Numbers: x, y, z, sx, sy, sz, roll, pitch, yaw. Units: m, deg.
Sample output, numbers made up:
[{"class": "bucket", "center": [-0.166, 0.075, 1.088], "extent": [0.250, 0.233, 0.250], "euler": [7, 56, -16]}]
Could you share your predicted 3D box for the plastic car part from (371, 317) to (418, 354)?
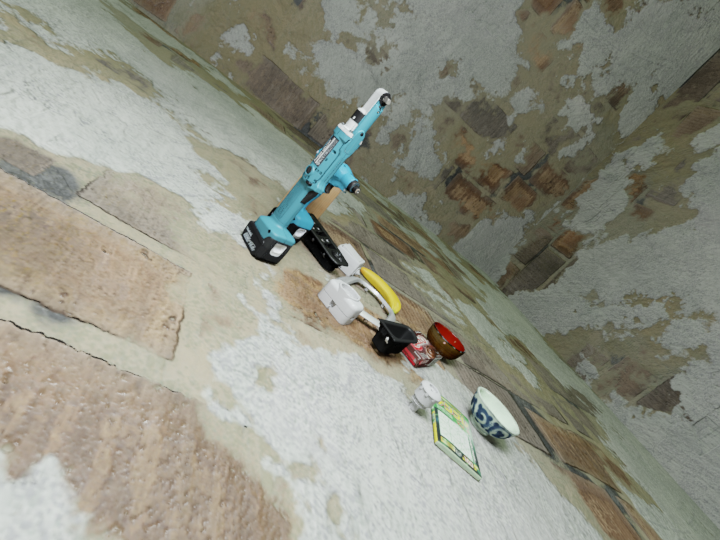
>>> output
[{"class": "plastic car part", "center": [0.071, 0.157, 0.936], "extent": [0.110, 0.071, 0.069], "euler": [22, 25, -47]}]

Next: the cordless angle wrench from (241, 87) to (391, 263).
[{"class": "cordless angle wrench", "center": [-0.089, -0.195, 0.872], "extent": [0.070, 0.425, 0.103], "euler": [22, 26, -48]}]

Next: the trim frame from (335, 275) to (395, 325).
[{"class": "trim frame", "center": [0.012, 0.077, 1.092], "extent": [0.188, 0.028, 0.242], "euler": [43, 16, 9]}]

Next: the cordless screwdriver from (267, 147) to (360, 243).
[{"class": "cordless screwdriver", "center": [-0.115, -0.169, 1.056], "extent": [0.070, 0.250, 0.167], "euler": [17, 30, -55]}]

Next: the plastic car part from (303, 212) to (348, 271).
[{"class": "plastic car part", "center": [-0.111, -0.073, 1.140], "extent": [0.212, 0.067, 0.063], "euler": [49, 18, 27]}]
